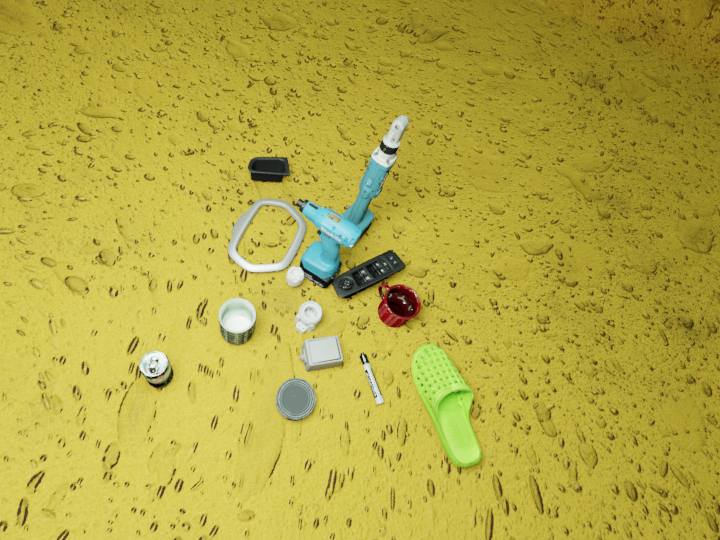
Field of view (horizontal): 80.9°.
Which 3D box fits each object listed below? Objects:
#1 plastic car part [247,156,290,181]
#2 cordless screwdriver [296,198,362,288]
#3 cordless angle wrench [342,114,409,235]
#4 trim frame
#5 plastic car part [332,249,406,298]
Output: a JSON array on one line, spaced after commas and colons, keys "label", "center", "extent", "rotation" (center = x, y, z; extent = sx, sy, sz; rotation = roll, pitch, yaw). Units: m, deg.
[{"label": "plastic car part", "center": [-0.267, -0.282, 1.212], "extent": [0.114, 0.070, 0.068], "rotation": [-3, 62, -15]}, {"label": "cordless screwdriver", "center": [-0.099, -0.065, 1.015], "extent": [0.161, 0.247, 0.074], "rotation": [35, 58, 5]}, {"label": "cordless angle wrench", "center": [0.027, -0.206, 1.024], "extent": [0.075, 0.419, 0.097], "rotation": [39, 59, 5]}, {"label": "trim frame", "center": [-0.249, -0.097, 1.131], "extent": [0.184, 0.027, 0.251], "rotation": [20, 58, 0]}, {"label": "plastic car part", "center": [0.014, 0.017, 1.097], "extent": [0.198, 0.066, 0.068], "rotation": [-25, 70, -24]}]
